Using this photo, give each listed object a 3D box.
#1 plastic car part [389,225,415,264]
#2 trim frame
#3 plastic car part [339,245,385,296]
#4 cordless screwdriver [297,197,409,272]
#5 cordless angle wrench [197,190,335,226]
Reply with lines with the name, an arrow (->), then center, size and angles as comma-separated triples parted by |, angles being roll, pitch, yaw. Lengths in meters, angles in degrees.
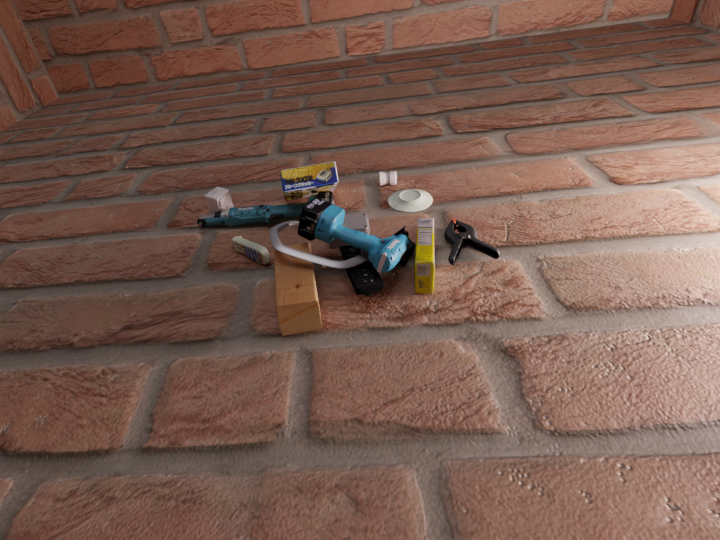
plastic car part -> 0.091, -0.045, 1.046 | 0.074, 0.064, 0.115 | 37, 58, 25
trim frame -> -0.098, -0.064, 1.001 | 0.253, 0.027, 0.185 | 14, 32, 9
plastic car part -> -0.002, 0.003, 0.991 | 0.065, 0.065, 0.212 | -11, 35, -9
cordless screwdriver -> -0.012, -0.090, 0.984 | 0.257, 0.073, 0.156 | 26, 33, 17
cordless angle wrench -> -0.289, -0.168, 1.266 | 0.430, 0.071, 0.100 | -4, 38, 11
